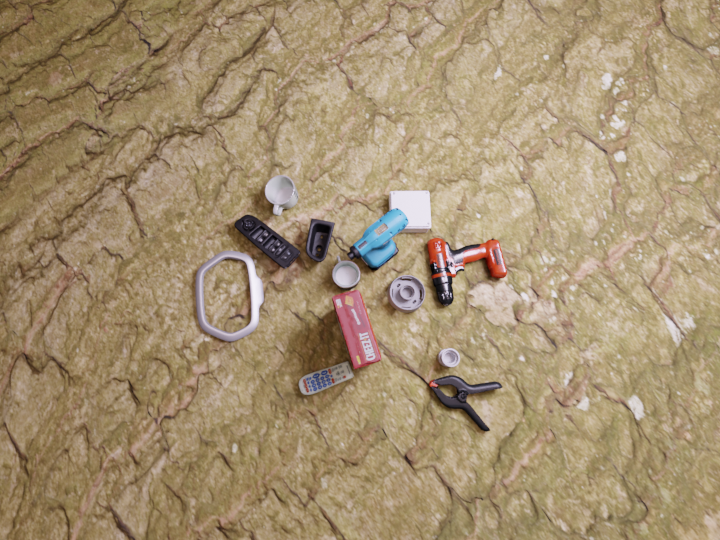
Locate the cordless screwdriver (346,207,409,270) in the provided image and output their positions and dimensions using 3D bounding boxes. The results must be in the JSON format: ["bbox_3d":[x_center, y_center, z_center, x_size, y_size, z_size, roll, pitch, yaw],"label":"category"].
[{"bbox_3d":[0.032,-0.057,1.050,0.158,0.244,0.076,-38,81,-9],"label":"cordless screwdriver"}]

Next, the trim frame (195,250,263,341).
[{"bbox_3d":[-0.358,0.067,1.152,0.184,0.027,0.253,-9,74,1],"label":"trim frame"}]

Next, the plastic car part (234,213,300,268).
[{"bbox_3d":[-0.258,-0.082,1.167,0.208,0.065,0.066,38,80,12],"label":"plastic car part"}]

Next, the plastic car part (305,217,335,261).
[{"bbox_3d":[-0.113,-0.074,1.154,0.067,0.070,0.118,11,76,3],"label":"plastic car part"}]
